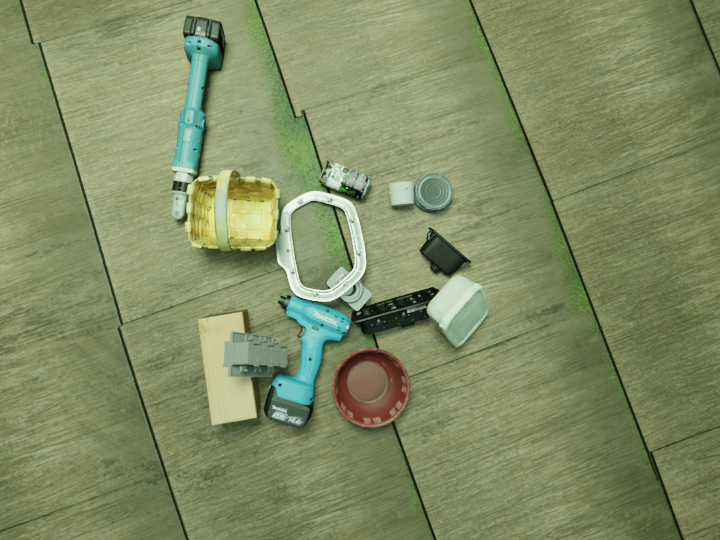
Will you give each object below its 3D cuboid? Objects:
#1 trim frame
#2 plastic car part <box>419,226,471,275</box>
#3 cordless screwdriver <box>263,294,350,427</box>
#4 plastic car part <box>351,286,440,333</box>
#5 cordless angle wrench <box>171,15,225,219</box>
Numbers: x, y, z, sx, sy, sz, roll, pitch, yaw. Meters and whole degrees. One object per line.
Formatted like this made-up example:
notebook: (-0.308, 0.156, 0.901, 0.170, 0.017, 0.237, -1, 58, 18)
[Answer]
trim frame: (-0.087, -0.057, 0.894, 0.186, 0.027, 0.254, -12, 73, 7)
plastic car part: (0.177, -0.031, 0.922, 0.116, 0.066, 0.071, 43, 100, -3)
cordless screwdriver: (-0.136, 0.182, 0.883, 0.159, 0.074, 0.249, 22, 81, -1)
plastic car part: (0.078, 0.090, 0.907, 0.202, 0.069, 0.065, -12, 114, -5)
cordless angle wrench: (-0.360, -0.317, 0.905, 0.073, 0.099, 0.423, 8, 89, -9)
